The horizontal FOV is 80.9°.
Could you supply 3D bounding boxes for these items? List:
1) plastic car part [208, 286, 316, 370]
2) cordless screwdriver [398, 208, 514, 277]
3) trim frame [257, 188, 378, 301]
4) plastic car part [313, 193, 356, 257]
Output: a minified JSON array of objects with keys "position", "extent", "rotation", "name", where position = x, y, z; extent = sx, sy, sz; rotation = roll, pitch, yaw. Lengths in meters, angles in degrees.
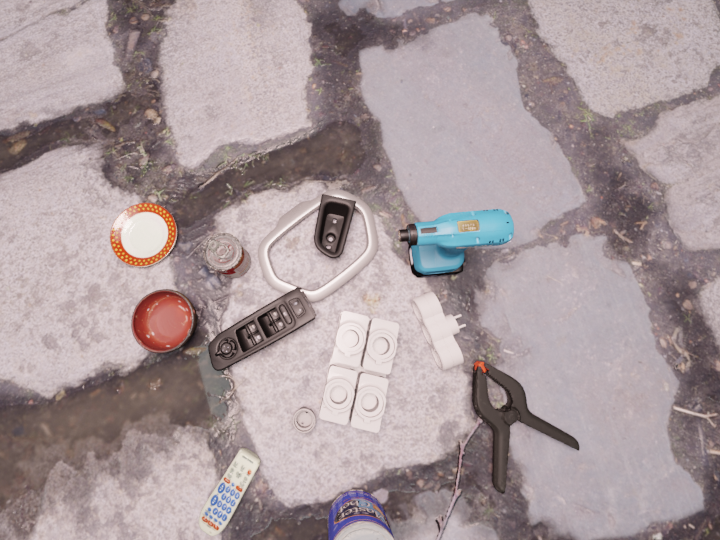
[{"position":[-0.180,0.108,0.765],"extent":[0.202,0.066,0.067],"rotation":[-30,82,-6],"name":"plastic car part"},{"position":[0.125,-0.041,0.704],"extent":[0.159,0.246,0.075],"rotation":[-5,81,-4],"name":"cordless screwdriver"},{"position":[-0.080,-0.052,0.820],"extent":[0.247,0.027,0.188],"rotation":[-40,80,-8],"name":"trim frame"},{"position":[-0.054,-0.076,0.803],"extent":[0.066,0.070,0.117],"rotation":[12,78,0],"name":"plastic car part"}]
